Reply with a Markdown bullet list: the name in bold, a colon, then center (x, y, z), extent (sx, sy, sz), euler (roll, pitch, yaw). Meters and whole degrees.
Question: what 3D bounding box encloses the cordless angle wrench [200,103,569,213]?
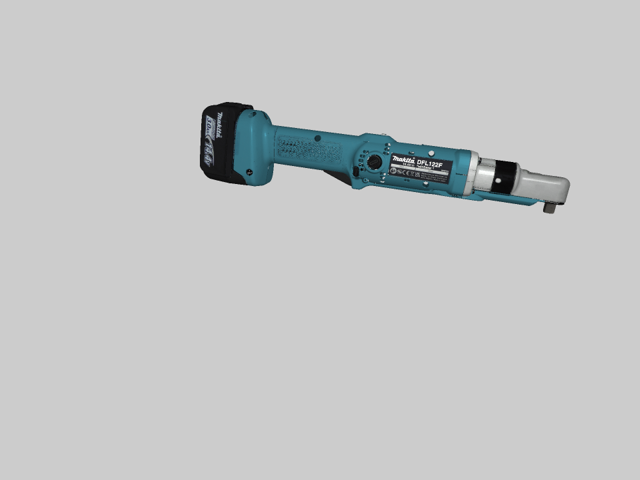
- **cordless angle wrench**: center (0.065, -0.092, 0.504), extent (0.423, 0.098, 0.074), euler (10, 16, 12)
